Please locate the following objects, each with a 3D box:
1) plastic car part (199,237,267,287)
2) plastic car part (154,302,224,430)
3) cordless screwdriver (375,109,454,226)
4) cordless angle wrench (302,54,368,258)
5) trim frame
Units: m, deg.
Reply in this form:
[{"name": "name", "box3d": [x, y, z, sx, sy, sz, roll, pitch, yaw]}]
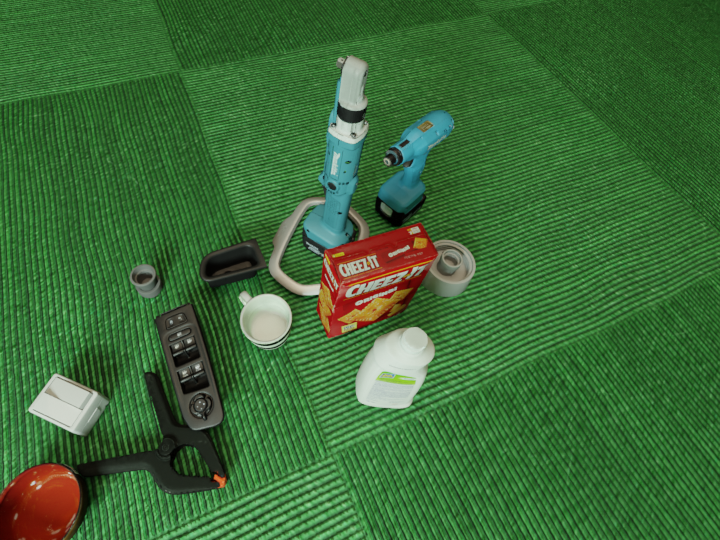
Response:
[{"name": "plastic car part", "box3d": [-0.239, -0.003, 0.786, 0.114, 0.069, 0.069, -19, 64, -17]}, {"name": "plastic car part", "box3d": [-0.274, 0.160, 0.686, 0.065, 0.066, 0.211, -20, 63, -18]}, {"name": "cordless screwdriver", "box3d": [0.082, -0.179, 0.817, 0.077, 0.244, 0.157, 43, 63, 15]}, {"name": "cordless angle wrench", "box3d": [-0.035, -0.154, 0.693, 0.100, 0.415, 0.074, 32, 60, 9]}, {"name": "trim frame", "box3d": [-0.084, -0.055, 0.855, 0.186, 0.027, 0.251, 17, 59, 6]}]
